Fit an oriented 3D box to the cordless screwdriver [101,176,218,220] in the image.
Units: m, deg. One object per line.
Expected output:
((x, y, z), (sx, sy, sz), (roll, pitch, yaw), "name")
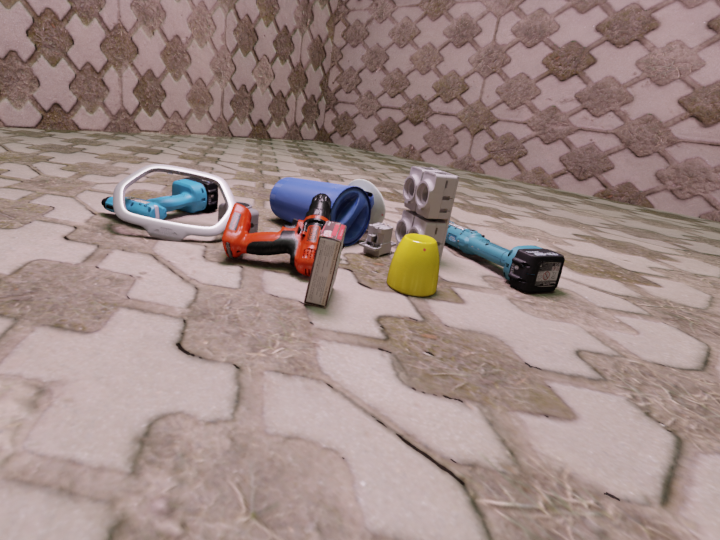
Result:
((-0.462, -0.167, 0.996), (0.165, 0.073, 0.245), (14, 25, 19), "cordless screwdriver")

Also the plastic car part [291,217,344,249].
((-0.083, -0.054, 0.851), (0.122, 0.066, 0.068), (22, 9, 25), "plastic car part")

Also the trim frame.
((-0.380, -0.143, 0.875), (0.244, 0.027, 0.189), (10, 54, -10), "trim frame")

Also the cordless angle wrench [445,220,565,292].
((0.255, -0.066, 0.973), (0.094, 0.073, 0.444), (-2, 20, -25), "cordless angle wrench")
